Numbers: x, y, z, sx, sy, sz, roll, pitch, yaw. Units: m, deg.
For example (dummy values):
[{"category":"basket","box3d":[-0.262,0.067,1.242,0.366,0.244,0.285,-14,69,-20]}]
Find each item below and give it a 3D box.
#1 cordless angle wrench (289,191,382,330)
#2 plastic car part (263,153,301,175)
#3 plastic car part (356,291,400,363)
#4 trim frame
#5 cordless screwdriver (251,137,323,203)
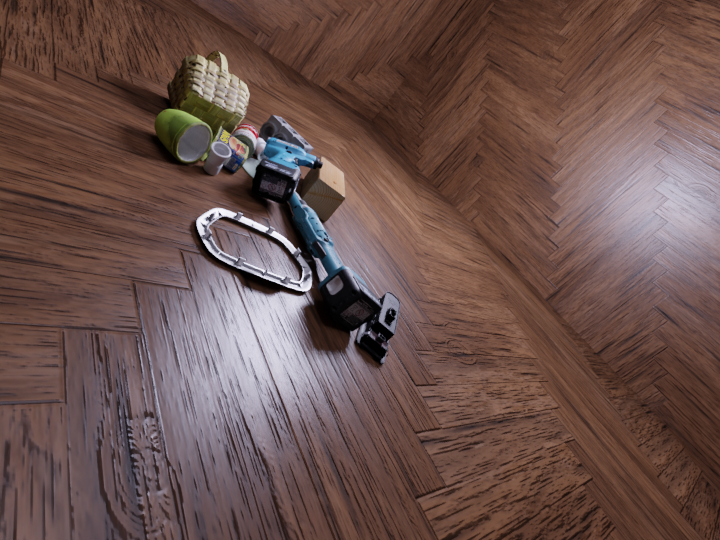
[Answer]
[{"category":"cordless angle wrench","box3d":[-0.088,-0.058,0.902,0.092,0.075,0.445,42,11,-44]},{"category":"plastic car part","box3d":[-0.211,-0.297,1.192,0.120,0.066,0.068,50,10,15]},{"category":"plastic car part","box3d":[0.044,0.096,0.843,0.066,0.067,0.203,32,20,-3]},{"category":"trim frame","box3d":[-0.186,-0.040,0.778,0.236,0.028,0.193,26,26,-34]},{"category":"cordless screwdriver","box3d":[-0.173,-0.247,1.034,0.156,0.074,0.255,16,32,-11]}]
